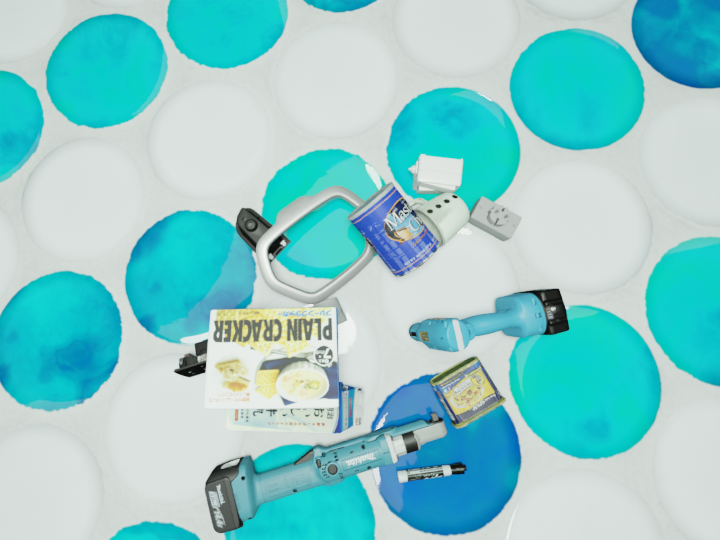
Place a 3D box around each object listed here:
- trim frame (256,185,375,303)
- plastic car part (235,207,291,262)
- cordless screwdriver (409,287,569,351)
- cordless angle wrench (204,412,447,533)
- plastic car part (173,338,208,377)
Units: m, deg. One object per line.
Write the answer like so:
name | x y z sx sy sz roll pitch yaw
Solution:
trim frame | -0.078 -0.051 0.794 0.246 0.028 0.181 -39 99 -13
plastic car part | -0.199 -0.076 0.810 0.118 0.070 0.066 43 82 4
cordless screwdriver | 0.217 0.090 0.744 0.243 0.162 0.075 -10 87 -16
cordless angle wrench | -0.052 0.337 0.738 0.422 0.074 0.099 -16 82 -2
plastic car part | -0.238 0.143 0.785 0.203 0.064 0.070 -14 58 1
